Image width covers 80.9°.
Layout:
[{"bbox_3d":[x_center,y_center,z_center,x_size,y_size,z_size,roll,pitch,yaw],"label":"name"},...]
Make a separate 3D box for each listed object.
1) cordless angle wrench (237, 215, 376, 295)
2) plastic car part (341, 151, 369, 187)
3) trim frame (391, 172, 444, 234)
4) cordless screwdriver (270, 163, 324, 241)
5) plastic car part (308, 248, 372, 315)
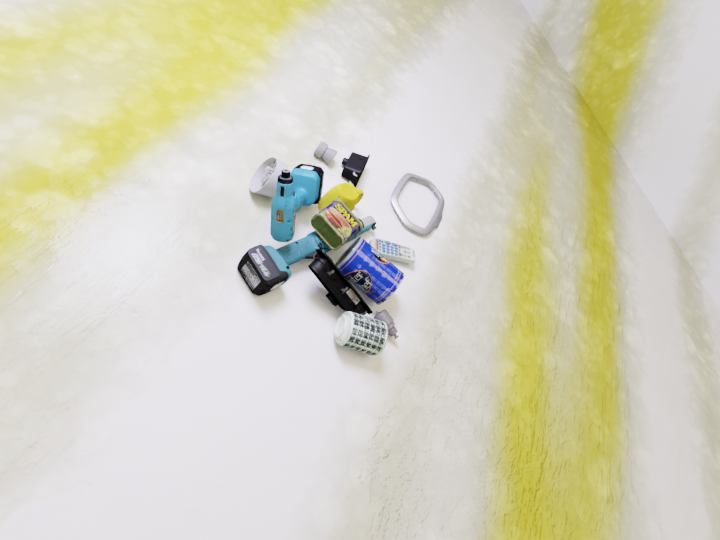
[{"bbox_3d":[-0.101,-0.066,1.031,0.411,0.075,0.100,-29,80,-42],"label":"cordless angle wrench"},{"bbox_3d":[-0.022,-0.304,1.236,0.071,0.065,0.118,21,49,-4],"label":"plastic car part"},{"bbox_3d":[0.183,-0.209,1.317,0.183,0.028,0.248,36,48,-5],"label":"trim frame"},{"bbox_3d":[-0.147,-0.189,0.979,0.075,0.155,0.251,11,32,4],"label":"cordless screwdriver"},{"bbox_3d":[-0.055,0.035,0.967,0.067,0.069,0.195,-36,113,-8],"label":"plastic car part"}]
